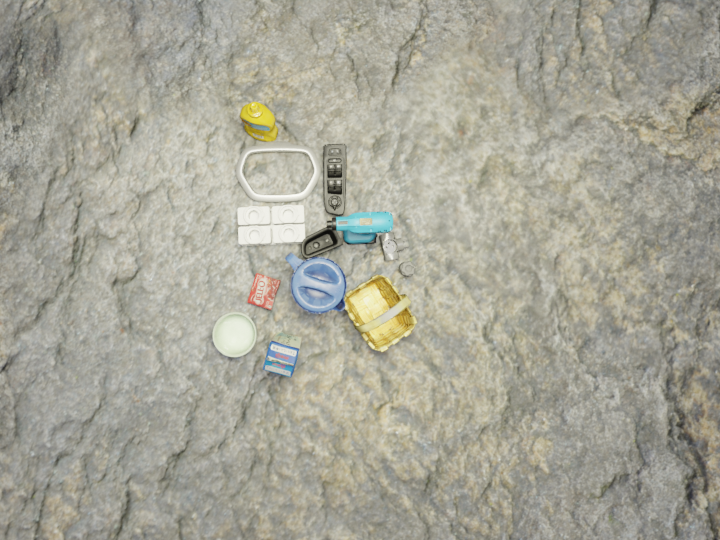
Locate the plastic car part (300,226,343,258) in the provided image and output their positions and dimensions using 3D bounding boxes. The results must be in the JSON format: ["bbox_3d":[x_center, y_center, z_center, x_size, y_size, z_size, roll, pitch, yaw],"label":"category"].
[{"bbox_3d":[-0.118,-0.077,1.202,0.116,0.071,0.066,-25,90,-4],"label":"plastic car part"}]

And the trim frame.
[{"bbox_3d":[-0.240,-0.291,1.238,0.248,0.027,0.185,-2,86,-1],"label":"trim frame"}]

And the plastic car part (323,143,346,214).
[{"bbox_3d":[-0.075,-0.258,1.219,0.066,0.067,0.204,0,86,-4],"label":"plastic car part"}]

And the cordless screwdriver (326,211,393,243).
[{"bbox_3d":[-0.015,-0.113,1.118,0.158,0.249,0.074,-2,89,-5],"label":"cordless screwdriver"}]
